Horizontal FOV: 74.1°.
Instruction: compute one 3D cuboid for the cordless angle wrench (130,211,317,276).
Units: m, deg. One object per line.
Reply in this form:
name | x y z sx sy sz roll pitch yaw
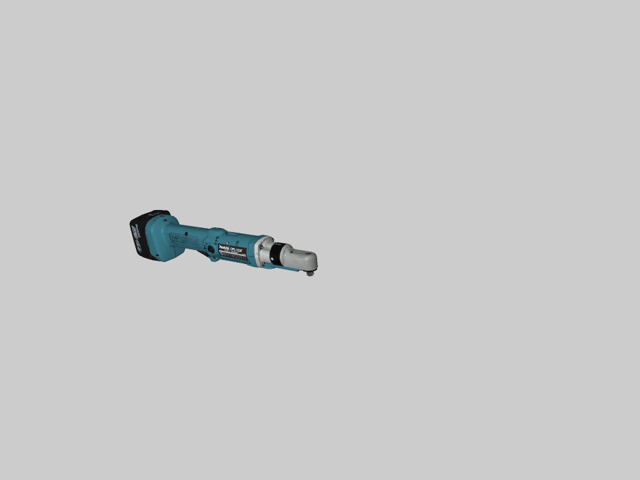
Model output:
cordless angle wrench | -0.190 0.010 0.803 0.423 0.098 0.074 8 25 30
